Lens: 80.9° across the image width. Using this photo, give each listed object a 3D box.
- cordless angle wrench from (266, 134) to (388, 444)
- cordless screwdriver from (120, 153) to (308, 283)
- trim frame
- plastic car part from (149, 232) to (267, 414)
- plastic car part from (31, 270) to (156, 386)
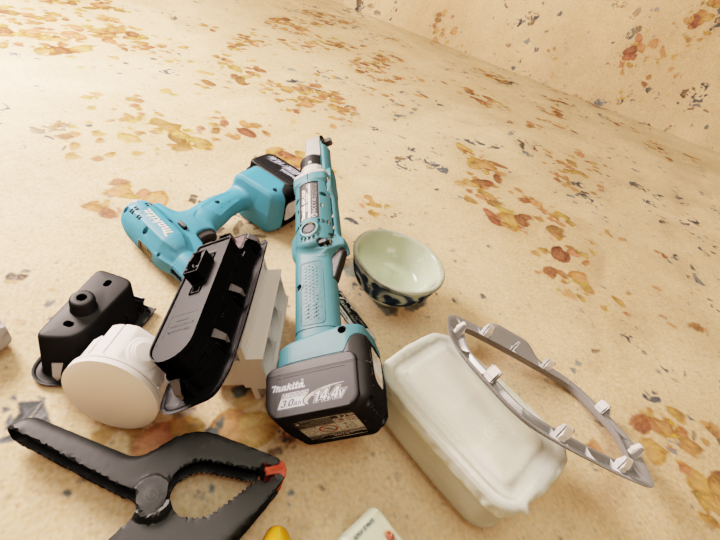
[{"bbox_3d":[-0.049,-0.032,0.497,0.099,0.070,0.438,-18,48,11],"label":"cordless angle wrench"},{"bbox_3d":[-0.167,-0.068,0.569,0.166,0.073,0.243,37,46,22],"label":"cordless screwdriver"},{"bbox_3d":[0.193,0.122,0.442,0.242,0.027,0.189,27,18,-14],"label":"trim frame"},{"bbox_3d":[-0.136,0.026,0.385,0.067,0.064,0.209,-12,42,9],"label":"plastic car part"},{"bbox_3d":[-0.255,0.045,0.401,0.066,0.070,0.118,17,35,-1],"label":"plastic car part"}]
